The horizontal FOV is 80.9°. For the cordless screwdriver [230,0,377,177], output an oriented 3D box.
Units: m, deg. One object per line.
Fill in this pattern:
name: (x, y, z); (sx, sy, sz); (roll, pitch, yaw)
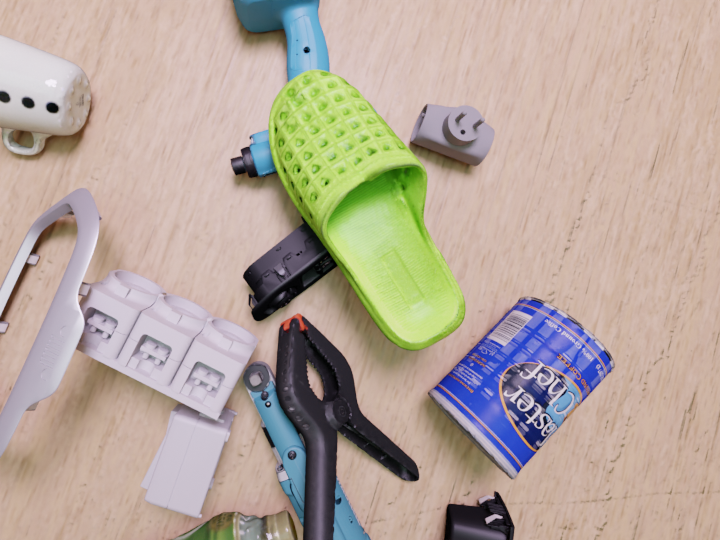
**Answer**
cordless screwdriver: (-0.087, -0.225, 0.441); (0.158, 0.075, 0.248); (-18, 92, -6)

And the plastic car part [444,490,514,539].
plastic car part: (0.108, 0.291, 0.427); (0.072, 0.065, 0.116); (10, 89, 9)

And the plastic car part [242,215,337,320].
plastic car part: (-0.042, -0.028, 0.434); (0.202, 0.065, 0.068); (-43, 83, -6)

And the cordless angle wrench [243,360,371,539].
cordless angle wrench: (-0.010, 0.282, 0.406); (0.074, 0.097, 0.427); (-27, 84, -8)

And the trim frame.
trim frame: (-0.293, 0.042, 0.375); (0.194, 0.026, 0.249); (16, 81, 40)
